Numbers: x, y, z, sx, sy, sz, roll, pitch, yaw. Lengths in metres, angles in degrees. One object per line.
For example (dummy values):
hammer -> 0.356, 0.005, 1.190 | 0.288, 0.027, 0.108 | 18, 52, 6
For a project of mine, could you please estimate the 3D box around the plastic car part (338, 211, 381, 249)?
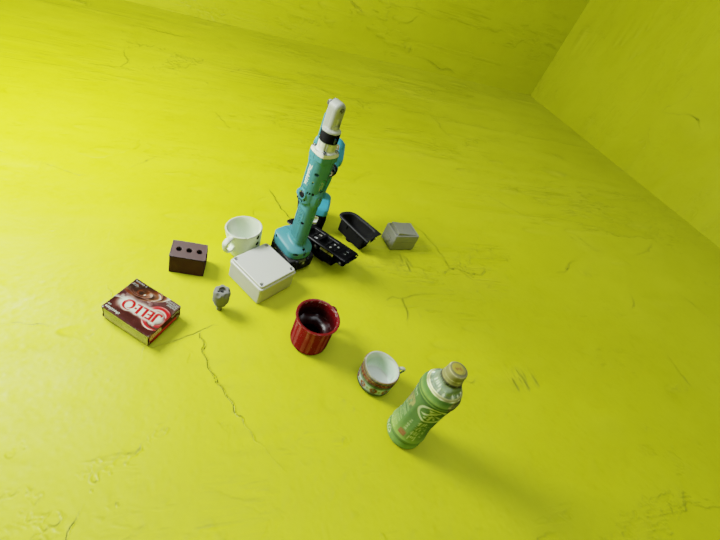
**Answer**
plastic car part -> -0.015, -0.103, 1.158 | 0.121, 0.070, 0.064 | 41, 43, 21

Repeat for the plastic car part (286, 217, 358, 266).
plastic car part -> -0.106, -0.069, 1.085 | 0.210, 0.066, 0.065 | 38, 42, 18

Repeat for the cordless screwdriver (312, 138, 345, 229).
cordless screwdriver -> -0.101, -0.210, 1.104 | 0.073, 0.246, 0.163 | 17, 41, -11

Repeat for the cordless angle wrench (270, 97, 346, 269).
cordless angle wrench -> -0.109, -0.171, 0.924 | 0.072, 0.419, 0.102 | -17, 56, -40
